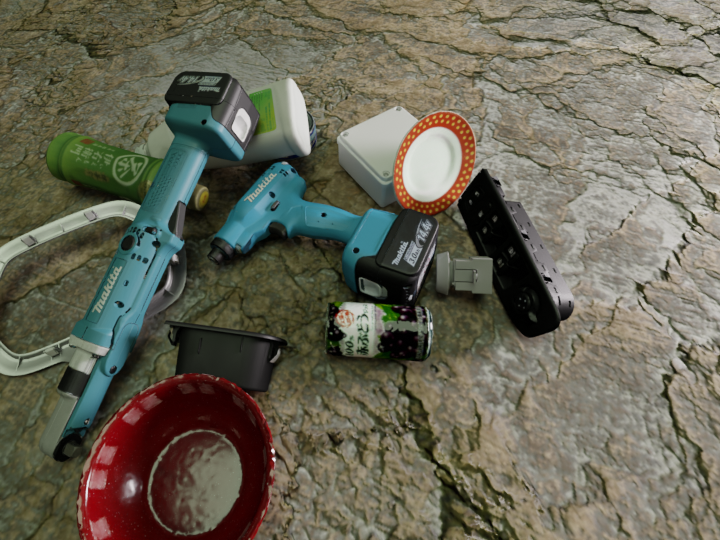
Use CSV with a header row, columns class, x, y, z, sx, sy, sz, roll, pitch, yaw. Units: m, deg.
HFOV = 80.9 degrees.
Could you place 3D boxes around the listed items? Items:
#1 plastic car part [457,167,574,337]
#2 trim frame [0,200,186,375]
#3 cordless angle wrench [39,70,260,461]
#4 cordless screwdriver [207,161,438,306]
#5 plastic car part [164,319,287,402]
class,x,y,z,sx,sy,sz,roll,pitch,yaw
plastic car part,0.175,-0.019,0.478,0.064,0.066,0.210,9,51,-24
trim frame,-0.326,0.012,0.491,0.245,0.027,0.190,-26,72,-15
cordless angle wrench,-0.230,-0.021,0.455,0.102,0.071,0.426,12,73,20
cordless screwdriver,-0.048,-0.031,0.492,0.259,0.071,0.159,24,61,22
plastic car part,-0.138,0.094,0.426,0.118,0.064,0.072,9,73,5
